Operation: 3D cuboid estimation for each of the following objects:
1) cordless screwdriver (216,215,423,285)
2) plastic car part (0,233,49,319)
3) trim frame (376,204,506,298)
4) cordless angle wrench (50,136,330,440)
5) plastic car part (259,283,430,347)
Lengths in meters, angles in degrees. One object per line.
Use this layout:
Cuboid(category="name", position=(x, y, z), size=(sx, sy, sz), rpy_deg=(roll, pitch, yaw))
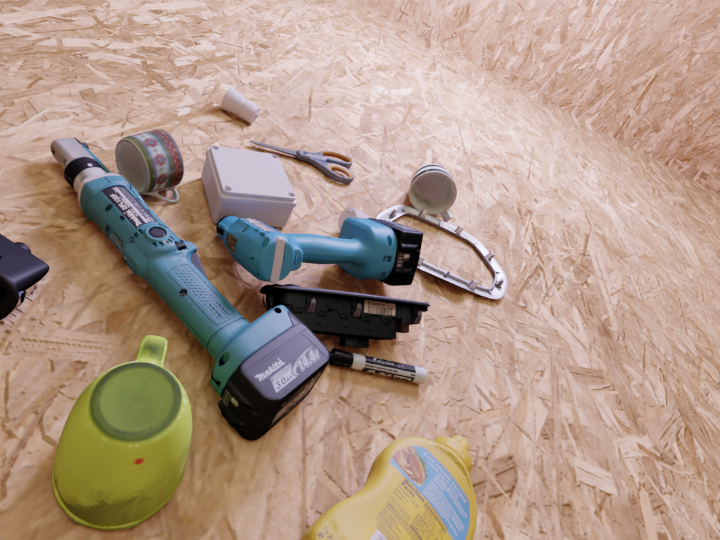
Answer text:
Cuboid(category="cordless screwdriver", position=(-0.053, -0.035, 0.541), size=(0.237, 0.073, 0.168), rpy_deg=(0, 18, -36))
Cuboid(category="plastic car part", position=(-0.333, -0.008, 0.373), size=(0.115, 0.066, 0.072), rpy_deg=(29, 23, -6))
Cuboid(category="trim frame", position=(0.140, -0.037, 0.713), size=(0.245, 0.027, 0.187), rpy_deg=(24, 39, -8))
Cuboid(category="cordless angle wrench", position=(-0.215, -0.020, 0.447), size=(0.439, 0.074, 0.095), rpy_deg=(41, 39, 19))
Cuboid(category="plastic car part", position=(-0.023, 0.052, 0.487), size=(0.196, 0.068, 0.067), rpy_deg=(14, 80, -21))
